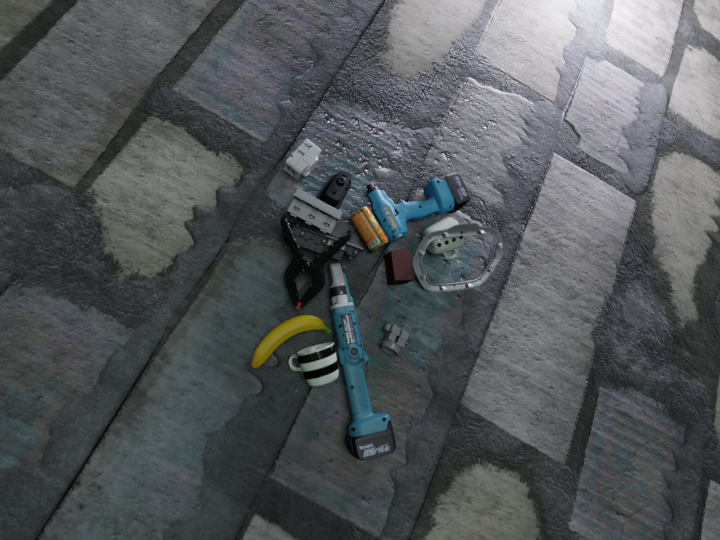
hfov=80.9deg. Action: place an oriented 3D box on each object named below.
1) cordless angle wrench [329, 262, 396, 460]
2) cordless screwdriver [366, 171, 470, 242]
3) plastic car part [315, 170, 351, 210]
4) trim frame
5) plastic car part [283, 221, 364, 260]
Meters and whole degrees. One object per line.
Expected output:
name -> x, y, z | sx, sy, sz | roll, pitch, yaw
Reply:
cordless angle wrench -> -0.019, 0.186, 0.950 | 0.096, 0.074, 0.432 | -8, 73, -16
cordless screwdriver -> 0.144, -0.188, 1.095 | 0.245, 0.074, 0.162 | -24, 81, -14
plastic car part -> -0.059, -0.206, 1.056 | 0.065, 0.071, 0.117 | 30, 73, -7
trim frame -> 0.245, -0.031, 1.043 | 0.244, 0.029, 0.180 | -3, 111, -13
plastic car part -> -0.099, -0.065, 1.015 | 0.201, 0.067, 0.067 | 24, 96, -6
